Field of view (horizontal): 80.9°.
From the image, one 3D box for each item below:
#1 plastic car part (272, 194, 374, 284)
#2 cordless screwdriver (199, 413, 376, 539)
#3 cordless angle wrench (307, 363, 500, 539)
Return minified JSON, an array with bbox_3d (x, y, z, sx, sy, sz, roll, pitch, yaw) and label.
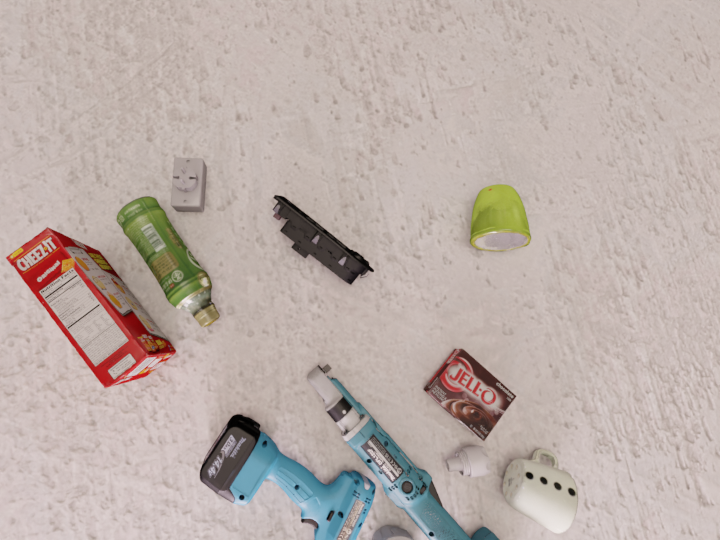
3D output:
[{"bbox_3d":[-0.068,-0.044,0.693,0.204,0.066,0.067,34,88,2],"label":"plastic car part"},{"bbox_3d":[-0.116,0.331,0.613,0.247,0.075,0.159,29,79,-3],"label":"cordless screwdriver"},{"bbox_3d":[0.066,0.315,0.632,0.097,0.074,0.429,-41,83,-11],"label":"cordless angle wrench"}]
